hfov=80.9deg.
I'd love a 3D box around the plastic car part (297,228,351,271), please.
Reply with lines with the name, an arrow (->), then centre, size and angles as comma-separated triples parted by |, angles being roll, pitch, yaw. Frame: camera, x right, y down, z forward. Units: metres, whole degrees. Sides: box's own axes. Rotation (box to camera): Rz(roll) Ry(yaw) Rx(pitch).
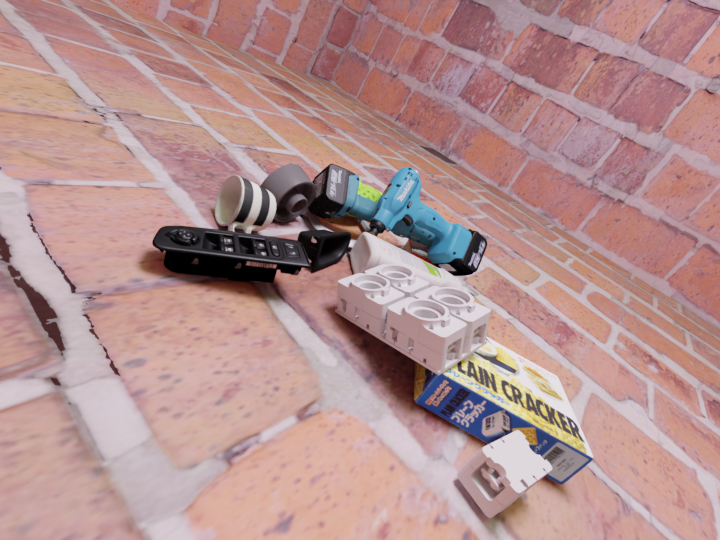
plastic car part -> -0.073, -0.048, 0.749 | 0.074, 0.065, 0.113 | 23, 19, 19

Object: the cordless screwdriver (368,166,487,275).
cordless screwdriver -> 0.132, -0.074, 0.853 | 0.241, 0.159, 0.077 | 39, -21, -17

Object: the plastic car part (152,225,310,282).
plastic car part -> -0.175, -0.020, 0.571 | 0.195, 0.067, 0.069 | 11, 38, -25

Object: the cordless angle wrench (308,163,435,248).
cordless angle wrench -> 0.090, -0.104, 0.915 | 0.405, 0.076, 0.100 | 19, 63, -25

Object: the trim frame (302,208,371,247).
trim frame -> -0.056, -0.117, 0.926 | 0.176, 0.027, 0.260 | 16, 30, -27
